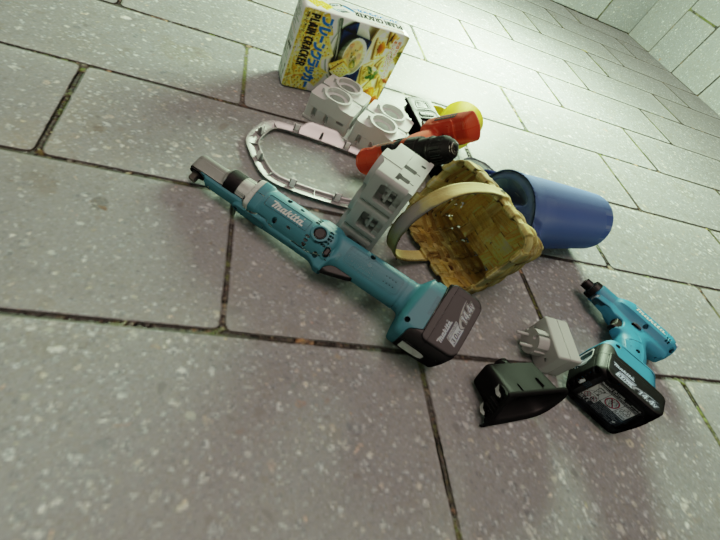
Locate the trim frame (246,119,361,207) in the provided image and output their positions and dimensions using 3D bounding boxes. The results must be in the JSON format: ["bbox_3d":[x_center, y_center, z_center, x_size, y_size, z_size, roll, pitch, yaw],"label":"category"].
[{"bbox_3d":[-0.070,-0.185,0.710,0.244,0.027,0.189,15,47,-11],"label":"trim frame"}]

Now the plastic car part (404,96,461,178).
[{"bbox_3d":[0.137,-0.249,0.828,0.063,0.067,0.211,-2,58,-37],"label":"plastic car part"}]

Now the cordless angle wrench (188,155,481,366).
[{"bbox_3d":[-0.055,-0.036,0.558,0.432,0.073,0.097,34,70,10],"label":"cordless angle wrench"}]

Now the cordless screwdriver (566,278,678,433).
[{"bbox_3d":[0.379,0.112,0.639,0.164,0.074,0.242,46,44,15],"label":"cordless screwdriver"}]

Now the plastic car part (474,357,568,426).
[{"bbox_3d":[0.193,0.146,0.538,0.112,0.065,0.075,0,40,-30],"label":"plastic car part"}]
